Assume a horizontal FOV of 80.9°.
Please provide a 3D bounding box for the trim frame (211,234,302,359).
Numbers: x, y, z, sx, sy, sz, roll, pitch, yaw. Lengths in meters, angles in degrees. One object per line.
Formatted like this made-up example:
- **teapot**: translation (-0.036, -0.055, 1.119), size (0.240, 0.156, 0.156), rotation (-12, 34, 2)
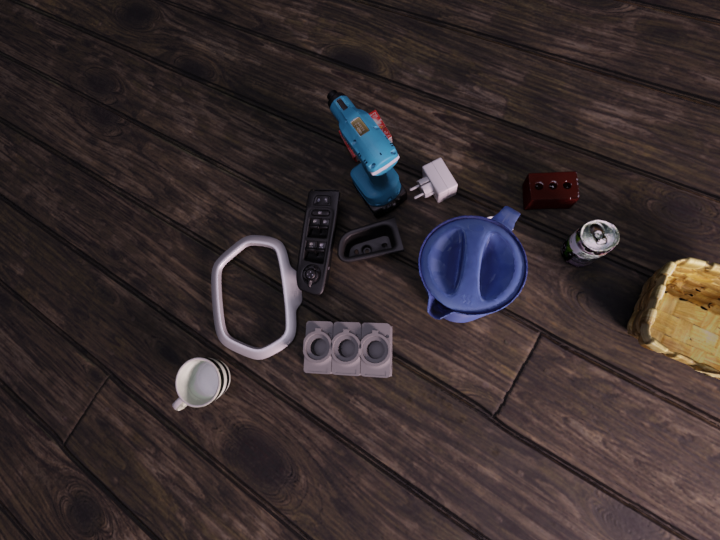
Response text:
- **trim frame**: translation (-0.208, 0.049, 0.838), size (0.187, 0.026, 0.254), rotation (-13, 73, 10)

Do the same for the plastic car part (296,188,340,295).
- **plastic car part**: translation (-0.080, -0.052, 0.814), size (0.068, 0.065, 0.205), rotation (6, 77, 13)

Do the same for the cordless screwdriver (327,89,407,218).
- **cordless screwdriver**: translation (0.010, -0.196, 0.738), size (0.074, 0.241, 0.164), rotation (-33, 73, 1)

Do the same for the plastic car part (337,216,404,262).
- **plastic car part**: translation (0.017, -0.046, 0.787), size (0.118, 0.068, 0.067), rotation (-15, 74, 8)
